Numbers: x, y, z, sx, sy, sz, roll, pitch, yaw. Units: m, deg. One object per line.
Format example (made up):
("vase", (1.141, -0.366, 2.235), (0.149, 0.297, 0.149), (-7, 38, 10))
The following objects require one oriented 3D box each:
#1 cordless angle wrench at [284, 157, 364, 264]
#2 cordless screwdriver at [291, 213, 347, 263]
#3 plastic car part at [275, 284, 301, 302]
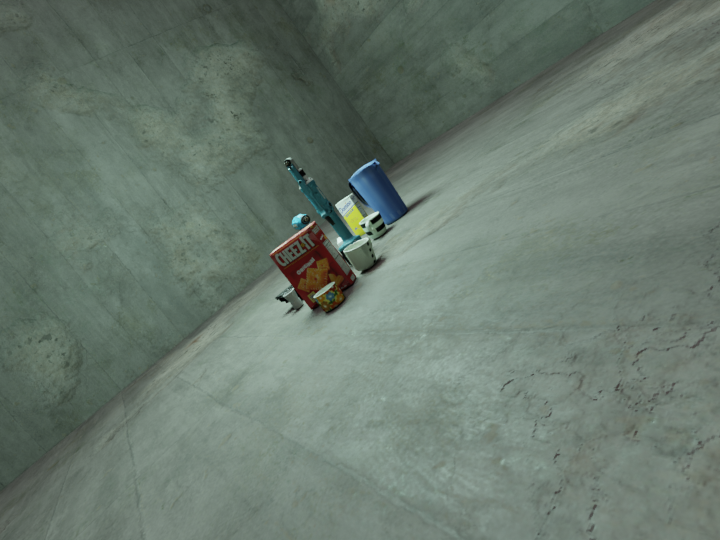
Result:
("cordless angle wrench", (-0.123, -0.212, 1.453), (0.076, 0.417, 0.097), (-33, 8, 29))
("cordless screwdriver", (-0.146, -0.095, 1.490), (0.074, 0.245, 0.163), (-39, 8, -13))
("plastic car part", (-0.217, 0.061, 1.537), (0.068, 0.066, 0.201), (-28, 15, 44))
